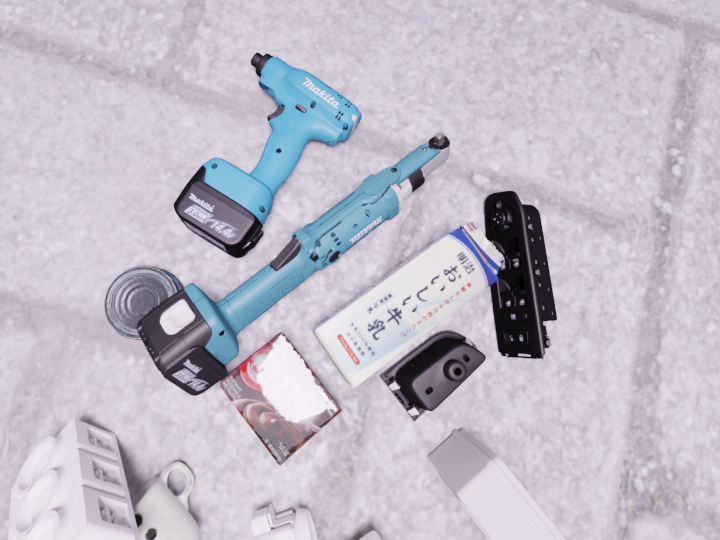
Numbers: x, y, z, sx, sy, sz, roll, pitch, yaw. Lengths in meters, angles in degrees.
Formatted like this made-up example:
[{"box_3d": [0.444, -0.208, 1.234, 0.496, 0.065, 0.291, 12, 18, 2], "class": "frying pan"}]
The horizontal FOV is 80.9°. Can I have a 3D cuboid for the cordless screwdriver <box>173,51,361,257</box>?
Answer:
[{"box_3d": [-0.129, -0.149, 0.516, 0.160, 0.074, 0.248, 36, 76, 2], "class": "cordless screwdriver"}]

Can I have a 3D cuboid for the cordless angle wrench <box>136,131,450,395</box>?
[{"box_3d": [-0.048, -0.032, 0.493, 0.419, 0.094, 0.078, -39, 59, -14], "class": "cordless angle wrench"}]

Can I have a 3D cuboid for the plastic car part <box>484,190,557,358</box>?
[{"box_3d": [0.198, -0.001, 0.513, 0.065, 0.067, 0.205, -5, 80, -17], "class": "plastic car part"}]

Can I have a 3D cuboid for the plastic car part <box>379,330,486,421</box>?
[{"box_3d": [0.092, 0.115, 0.482, 0.116, 0.071, 0.066, -38, 89, -6], "class": "plastic car part"}]
